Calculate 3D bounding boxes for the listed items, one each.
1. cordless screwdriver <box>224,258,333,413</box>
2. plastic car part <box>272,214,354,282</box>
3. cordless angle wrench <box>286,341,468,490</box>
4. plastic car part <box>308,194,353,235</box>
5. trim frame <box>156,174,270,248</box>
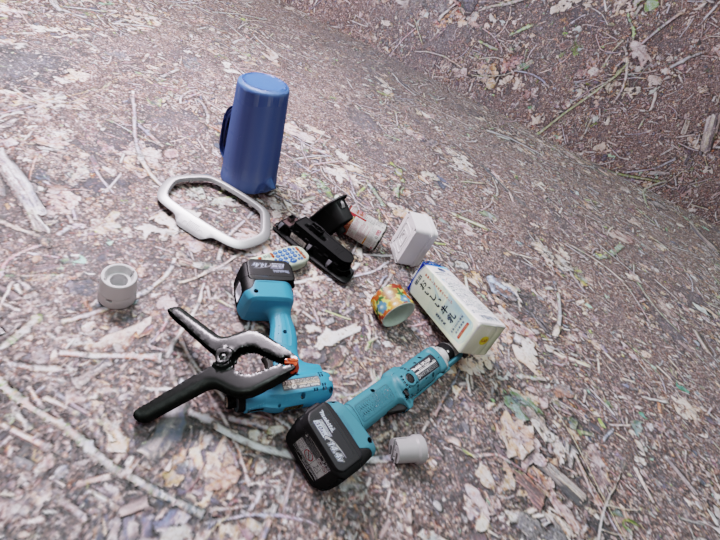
[{"bbox_3d":[-0.153,0.099,0.665,0.152,0.074,0.260,-1,50,-32],"label":"cordless screwdriver"},{"bbox_3d":[-0.087,-0.057,0.893,0.208,0.067,0.064,42,32,14],"label":"plastic car part"},{"bbox_3d":[0.066,0.191,0.691,0.407,0.074,0.101,-19,64,-47],"label":"cordless angle wrench"},{"bbox_3d":[-0.063,-0.109,0.933,0.064,0.119,0.071,-27,89,-47],"label":"plastic car part"},{"bbox_3d":[-0.297,-0.126,0.874,0.250,0.027,0.183,32,37,3],"label":"trim frame"}]
